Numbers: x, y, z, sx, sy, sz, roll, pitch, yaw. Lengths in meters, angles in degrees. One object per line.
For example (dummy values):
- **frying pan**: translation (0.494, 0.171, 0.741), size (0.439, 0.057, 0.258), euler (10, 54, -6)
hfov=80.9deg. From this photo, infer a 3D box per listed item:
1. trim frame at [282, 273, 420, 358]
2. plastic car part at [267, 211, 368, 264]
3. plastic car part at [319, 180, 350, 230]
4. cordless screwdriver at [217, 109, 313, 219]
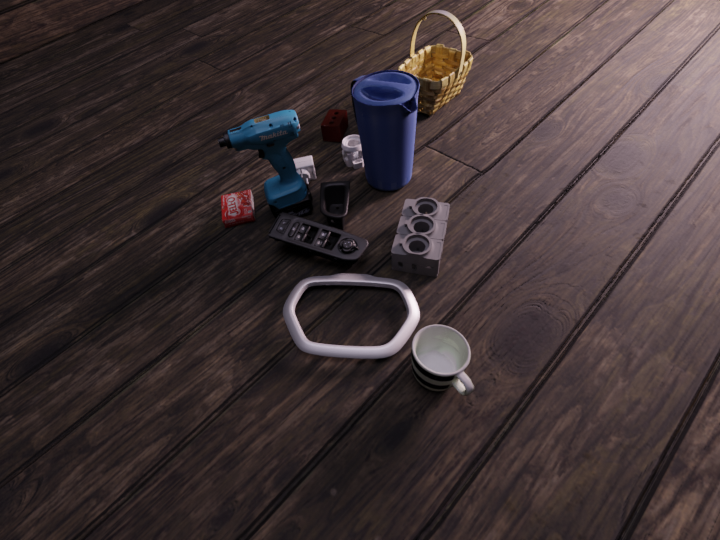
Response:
- **trim frame**: translation (-0.019, 0.075, 0.769), size (0.253, 0.026, 0.189), euler (-1, 51, 10)
- **plastic car part**: translation (-0.084, -0.055, 0.860), size (0.211, 0.064, 0.066), euler (16, 55, 21)
- **plastic car part**: translation (-0.053, -0.132, 0.914), size (0.067, 0.068, 0.120), euler (-4, 51, 5)
- **cordless screwdriver**: translation (-0.190, -0.209, 0.891), size (0.158, 0.239, 0.078), euler (-16, 52, -6)
